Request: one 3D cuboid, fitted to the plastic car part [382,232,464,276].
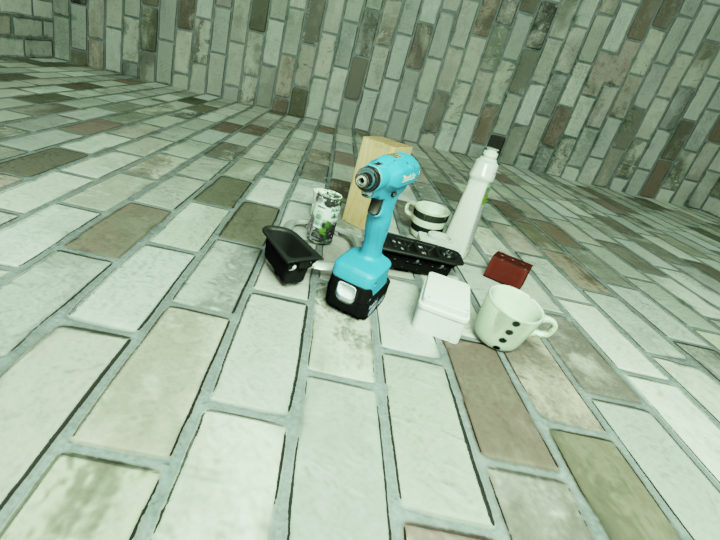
[{"bbox_3d":[0.107,-0.026,0.831,0.198,0.066,0.069,8,25,-13],"label":"plastic car part"}]

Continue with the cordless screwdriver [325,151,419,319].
[{"bbox_3d":[0.010,-0.046,0.615,0.077,0.245,0.155,25,26,18],"label":"cordless screwdriver"}]

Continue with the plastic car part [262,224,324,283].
[{"bbox_3d":[-0.124,-0.020,0.700,0.063,0.070,0.123,-5,31,-37],"label":"plastic car part"}]

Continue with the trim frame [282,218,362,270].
[{"bbox_3d":[-0.082,-0.054,0.840,0.182,0.027,0.255,10,25,-8],"label":"trim frame"}]
